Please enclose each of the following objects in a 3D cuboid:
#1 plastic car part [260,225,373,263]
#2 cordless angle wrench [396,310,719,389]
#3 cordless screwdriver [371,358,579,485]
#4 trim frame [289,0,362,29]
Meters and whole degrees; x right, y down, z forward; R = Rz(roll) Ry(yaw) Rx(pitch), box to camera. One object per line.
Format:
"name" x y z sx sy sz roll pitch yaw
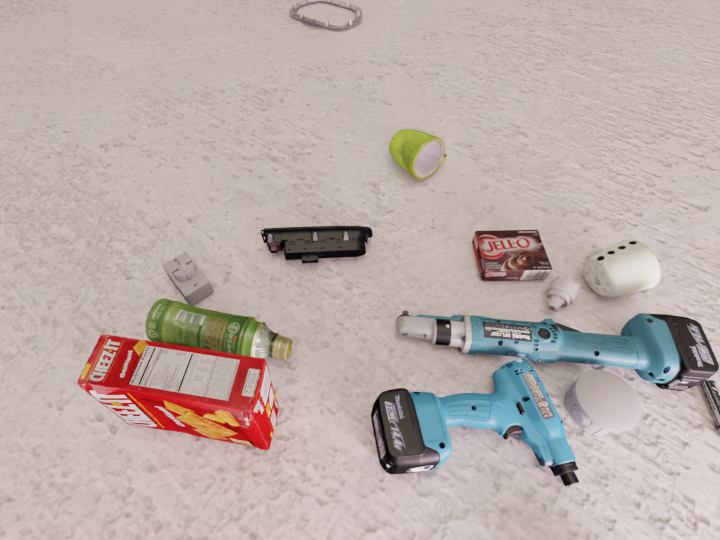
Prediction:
"plastic car part" -0.075 -0.049 0.762 0.202 0.064 0.069 -6 64 -3
"cordless angle wrench" 0.268 0.105 0.636 0.429 0.072 0.100 4 54 8
"cordless screwdriver" 0.147 0.216 0.556 0.245 0.072 0.166 -9 54 -10
"trim frame" -0.110 -0.827 1.353 0.258 0.027 0.183 28 60 19
